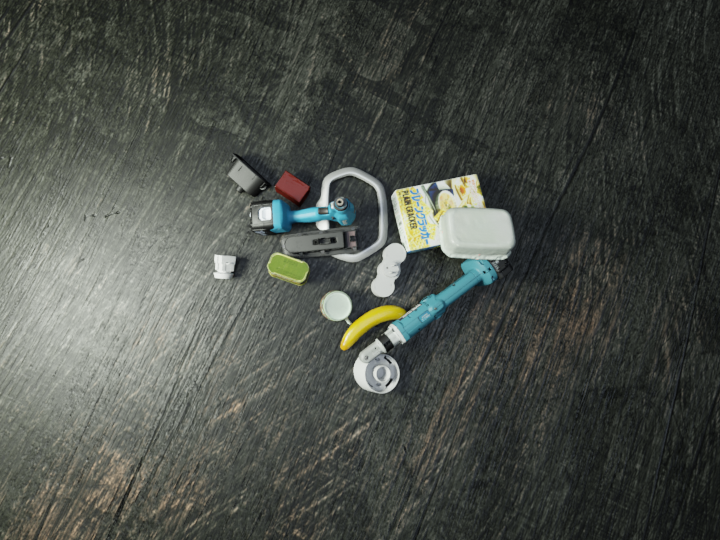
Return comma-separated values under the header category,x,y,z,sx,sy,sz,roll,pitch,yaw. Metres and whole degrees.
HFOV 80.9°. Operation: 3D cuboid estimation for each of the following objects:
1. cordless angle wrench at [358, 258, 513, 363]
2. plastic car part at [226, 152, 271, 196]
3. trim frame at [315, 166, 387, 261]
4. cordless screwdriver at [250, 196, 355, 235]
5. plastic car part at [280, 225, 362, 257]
category,x,y,z,sx,sy,sz,roll,pitch,yaw
cordless angle wrench,0.170,0.088,1.008,0.420,0.098,0.074,-35,91,-10
plastic car part,-0.294,-0.233,1.074,0.071,0.066,0.117,-44,90,7
trim frame,-0.023,-0.145,1.084,0.183,0.027,0.250,-2,84,-3
cordless screwdriver,-0.139,-0.135,0.998,0.252,0.156,0.075,-4,85,7
plastic car part,-0.101,-0.066,1.037,0.207,0.066,0.066,-5,94,12
